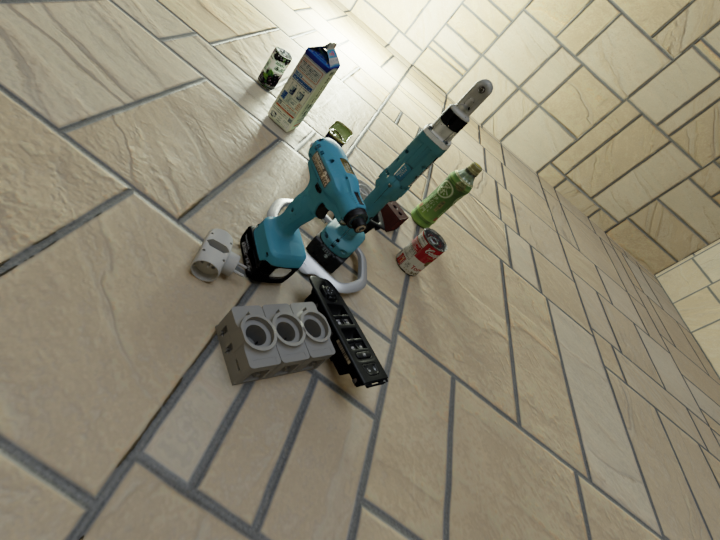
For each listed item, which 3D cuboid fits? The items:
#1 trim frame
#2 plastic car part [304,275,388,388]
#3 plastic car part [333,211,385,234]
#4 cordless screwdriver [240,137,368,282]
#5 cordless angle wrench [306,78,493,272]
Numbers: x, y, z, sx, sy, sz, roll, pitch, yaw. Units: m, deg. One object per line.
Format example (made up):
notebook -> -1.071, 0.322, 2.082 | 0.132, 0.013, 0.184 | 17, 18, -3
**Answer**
trim frame -> -0.082, -0.054, 0.840 | 0.251, 0.028, 0.181 | 45, 34, 4
plastic car part -> -0.035, 0.100, 0.684 | 0.063, 0.068, 0.211 | 2, 51, -45
plastic car part -> -0.013, -0.117, 0.938 | 0.111, 0.071, 0.068 | 21, 41, -29
cordless screwdriver -> -0.088, -0.062, 0.644 | 0.070, 0.251, 0.166 | 8, 49, -42
cordless angle wrench -> 0.058, -0.152, 0.731 | 0.074, 0.427, 0.097 | 46, 34, -2
